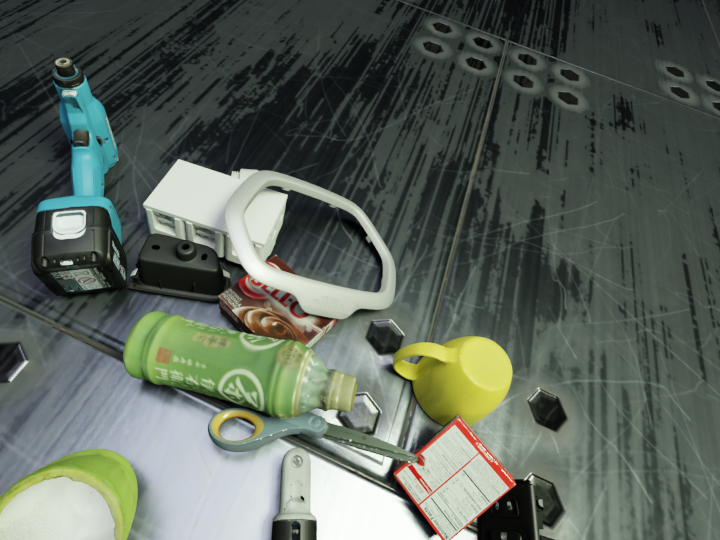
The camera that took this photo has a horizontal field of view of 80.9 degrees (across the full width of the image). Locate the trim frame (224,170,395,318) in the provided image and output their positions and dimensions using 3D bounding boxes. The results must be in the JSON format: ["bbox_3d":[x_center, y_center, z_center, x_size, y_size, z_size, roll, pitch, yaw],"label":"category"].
[{"bbox_3d":[-0.050,-0.033,0.510,0.236,0.028,0.191,16,49,-36],"label":"trim frame"}]

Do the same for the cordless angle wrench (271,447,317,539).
[{"bbox_3d":[-0.048,0.346,0.276,0.073,0.096,0.437,3,53,-9],"label":"cordless angle wrench"}]

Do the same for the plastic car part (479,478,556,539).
[{"bbox_3d":[0.143,0.299,0.363,0.064,0.068,0.206,32,50,-24],"label":"plastic car part"}]

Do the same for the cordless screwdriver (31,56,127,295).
[{"bbox_3d":[-0.321,-0.107,0.484,0.072,0.157,0.258,-7,61,-19],"label":"cordless screwdriver"}]

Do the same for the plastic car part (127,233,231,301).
[{"bbox_3d":[-0.208,-0.010,0.493,0.116,0.069,0.067,10,56,-2],"label":"plastic car part"}]
